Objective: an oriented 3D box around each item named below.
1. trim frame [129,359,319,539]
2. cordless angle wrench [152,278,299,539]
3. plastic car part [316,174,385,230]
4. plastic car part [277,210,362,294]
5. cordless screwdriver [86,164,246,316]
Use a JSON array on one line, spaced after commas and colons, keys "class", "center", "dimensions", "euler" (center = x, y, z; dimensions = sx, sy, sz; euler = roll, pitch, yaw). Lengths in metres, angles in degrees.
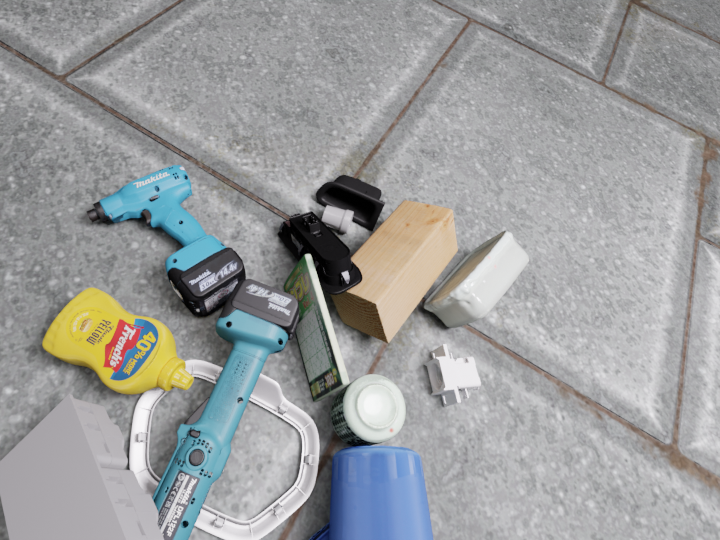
[{"class": "trim frame", "center": [-0.171, 0.217, 0.536], "dimensions": [0.251, 0.027, 0.185], "euler": [24, 60, 5]}, {"class": "cordless angle wrench", "center": [-0.187, 0.213, 0.488], "dimensions": [0.098, 0.073, 0.427], "euler": [20, 63, 0]}, {"class": "plastic car part", "center": [-0.010, -0.133, 0.741], "dimensions": [0.119, 0.065, 0.071], "euler": [29, 46, 8]}, {"class": "plastic car part", "center": [-0.061, -0.040, 0.623], "dimensions": [0.064, 0.065, 0.214], "euler": [-14, 38, -24]}, {"class": "cordless screwdriver", "center": [-0.288, -0.044, 0.632], "dimensions": [0.156, 0.073, 0.258], "euler": [-30, 67, -23]}]
